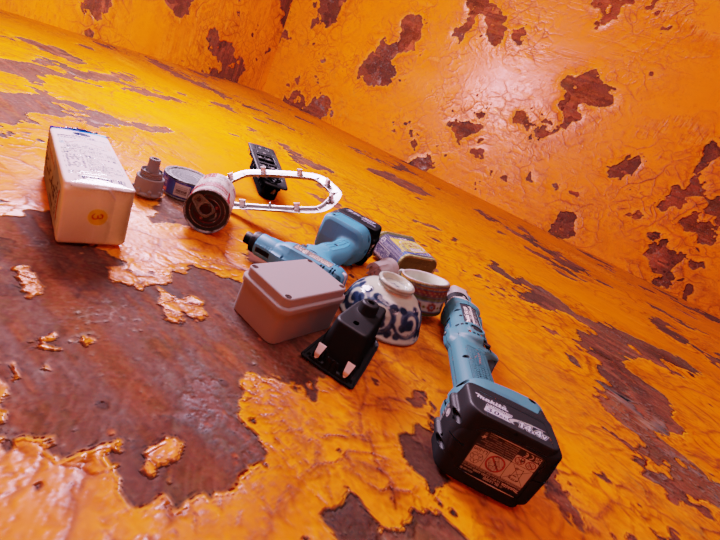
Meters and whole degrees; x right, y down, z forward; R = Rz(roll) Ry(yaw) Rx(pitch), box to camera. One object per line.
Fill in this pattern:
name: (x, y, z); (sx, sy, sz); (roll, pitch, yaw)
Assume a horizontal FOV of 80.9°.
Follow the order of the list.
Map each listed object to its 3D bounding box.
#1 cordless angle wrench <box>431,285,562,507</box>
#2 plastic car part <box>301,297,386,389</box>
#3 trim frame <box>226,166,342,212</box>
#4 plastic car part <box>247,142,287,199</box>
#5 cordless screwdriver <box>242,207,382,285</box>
cordless angle wrench: (0.143, 0.100, 0.559); (0.098, 0.074, 0.423); (24, 19, 0)
plastic car part: (-0.005, 0.067, 0.481); (0.068, 0.070, 0.114); (31, 25, 12)
trim frame: (-0.159, -0.152, 0.792); (0.249, 0.027, 0.189); (5, 37, 1)
plastic car part: (-0.215, -0.217, 0.940); (0.063, 0.067, 0.214); (19, 24, -35)
cordless screwdriver: (-0.066, -0.043, 0.680); (0.163, 0.074, 0.245); (27, 25, 10)
